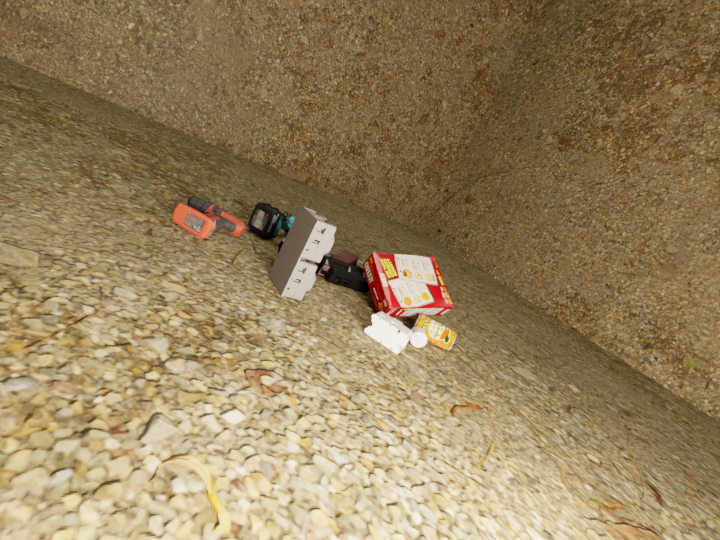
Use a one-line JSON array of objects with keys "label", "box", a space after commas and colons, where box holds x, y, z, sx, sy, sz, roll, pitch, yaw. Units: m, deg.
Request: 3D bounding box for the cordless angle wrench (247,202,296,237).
[{"label": "cordless angle wrench", "box": [-0.227, -0.154, 1.453, 0.077, 0.098, 0.407, 28, 9, 19]}]

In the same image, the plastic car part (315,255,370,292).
[{"label": "plastic car part", "box": [-0.039, 0.017, 1.199, 0.192, 0.066, 0.071, 17, 26, -36]}]

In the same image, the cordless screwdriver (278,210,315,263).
[{"label": "cordless screwdriver", "box": [-0.181, -0.086, 1.185, 0.156, 0.075, 0.252, 55, 6, -12]}]

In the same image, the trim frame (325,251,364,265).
[{"label": "trim frame", "box": [-0.024, -0.009, 1.408, 0.235, 0.027, 0.195, 16, 15, -43]}]
